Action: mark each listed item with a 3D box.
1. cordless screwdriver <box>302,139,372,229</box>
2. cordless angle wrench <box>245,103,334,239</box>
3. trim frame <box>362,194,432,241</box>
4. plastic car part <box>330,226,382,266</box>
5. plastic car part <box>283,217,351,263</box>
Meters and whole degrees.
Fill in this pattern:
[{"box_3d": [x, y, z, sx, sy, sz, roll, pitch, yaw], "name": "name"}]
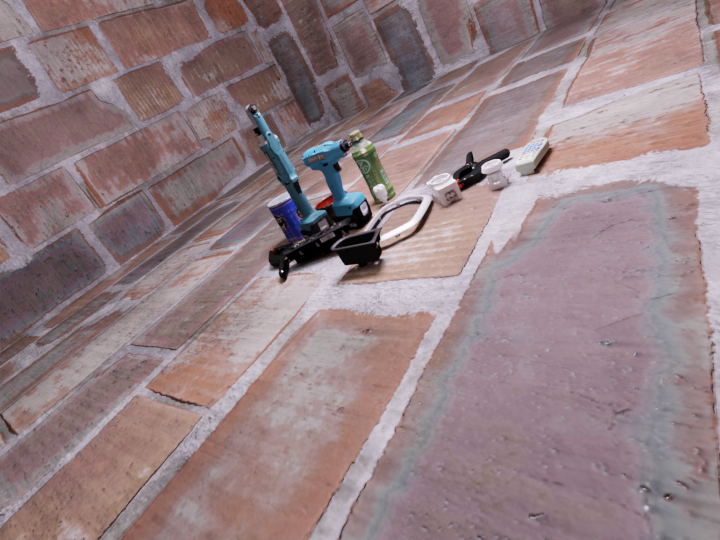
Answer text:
[{"box_3d": [-0.044, -0.234, 1.151, 0.166, 0.240, 0.073, -7, 29, 43], "name": "cordless screwdriver"}, {"box_3d": [-0.207, -0.270, 1.194, 0.073, 0.409, 0.102, -38, 22, -25], "name": "cordless angle wrench"}, {"box_3d": [0.085, -0.131, 1.070, 0.191, 0.026, 0.248, -13, 29, 33], "name": "trim frame"}, {"box_3d": [0.000, -0.043, 0.942, 0.121, 0.068, 0.066, -14, 26, 31], "name": "plastic car part"}, {"box_3d": [-0.110, -0.072, 1.123, 0.207, 0.065, 0.067, -20, 24, 20], "name": "plastic car part"}]
